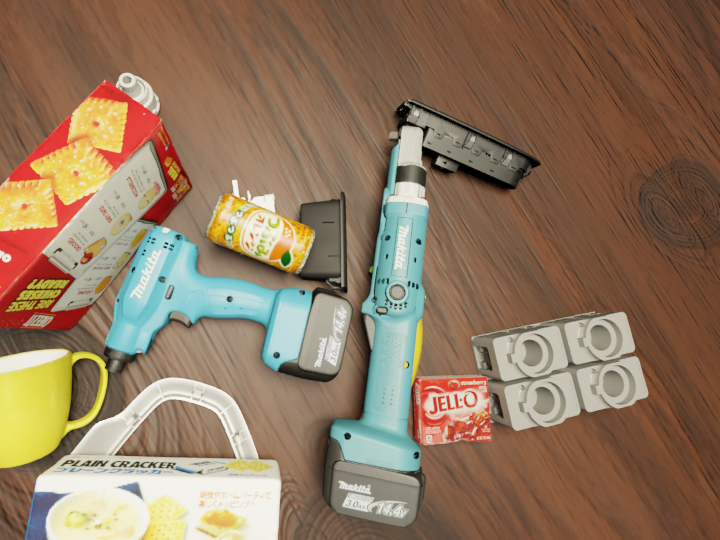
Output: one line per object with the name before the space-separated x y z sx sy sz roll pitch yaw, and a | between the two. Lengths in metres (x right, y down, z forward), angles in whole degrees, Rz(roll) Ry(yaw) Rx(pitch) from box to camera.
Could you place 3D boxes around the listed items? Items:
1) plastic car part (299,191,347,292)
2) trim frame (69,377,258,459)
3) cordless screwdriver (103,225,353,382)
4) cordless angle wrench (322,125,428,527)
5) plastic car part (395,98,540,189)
plastic car part | -0.049 -0.032 0.506 0.071 0.065 0.118 -5 78 1
trim frame | -0.218 0.236 0.439 0.184 0.027 0.248 37 77 -1
cordless screwdriver | -0.142 0.063 0.462 0.248 0.074 0.160 19 78 -2
cordless angle wrench | 0.037 0.030 0.469 0.099 0.072 0.428 6 76 7
plastic car part | 0.139 -0.159 0.557 0.200 0.067 0.067 18 88 -7
